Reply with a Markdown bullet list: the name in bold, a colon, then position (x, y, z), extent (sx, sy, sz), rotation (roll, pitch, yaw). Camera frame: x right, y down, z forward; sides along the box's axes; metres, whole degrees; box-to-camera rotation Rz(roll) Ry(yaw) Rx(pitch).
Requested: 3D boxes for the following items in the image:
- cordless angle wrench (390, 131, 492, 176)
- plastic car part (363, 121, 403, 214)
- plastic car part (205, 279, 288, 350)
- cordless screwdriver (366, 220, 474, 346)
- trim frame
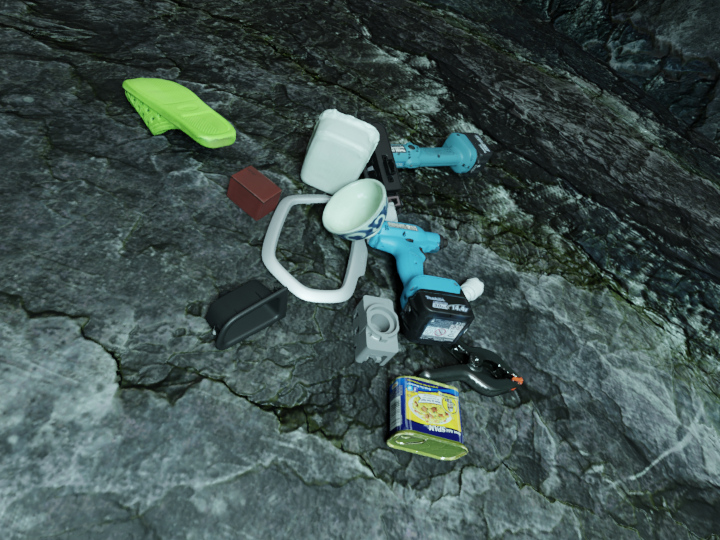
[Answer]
- **cordless angle wrench**: position (0.104, -0.260, 0.955), extent (0.409, 0.074, 0.102), rotation (-8, 58, -25)
- **plastic car part**: position (0.039, -0.213, 0.850), extent (0.065, 0.067, 0.207), rotation (-11, 77, -19)
- **plastic car part**: position (-0.168, 0.052, 0.599), extent (0.113, 0.064, 0.075), rotation (-26, 52, -33)
- **cordless screwdriver**: position (0.114, 0.007, 0.717), extent (0.154, 0.073, 0.260), rotation (5, 39, -20)
- **trim frame**: position (-0.072, -0.047, 0.737), extent (0.182, 0.027, 0.254), rotation (16, 47, -8)
